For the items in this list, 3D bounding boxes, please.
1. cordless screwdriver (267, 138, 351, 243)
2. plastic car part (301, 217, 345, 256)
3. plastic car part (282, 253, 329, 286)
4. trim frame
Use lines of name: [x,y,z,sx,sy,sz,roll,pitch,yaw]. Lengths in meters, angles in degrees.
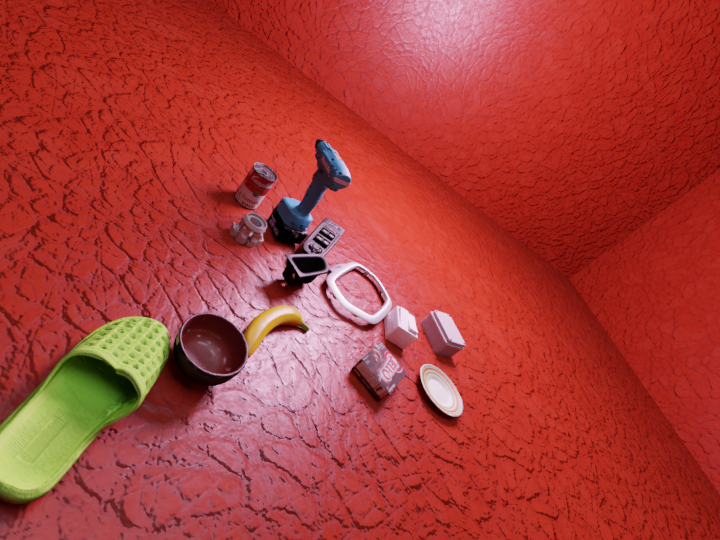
cordless screwdriver: [-0.133,-0.193,1.035,0.070,0.251,0.167,14,39,-44]
plastic car part: [-0.106,-0.070,1.089,0.066,0.067,0.203,40,27,-6]
plastic car part: [-0.128,0.005,0.947,0.111,0.071,0.069,-2,52,-54]
trim frame: [-0.002,0.050,1.090,0.187,0.028,0.243,45,27,7]
